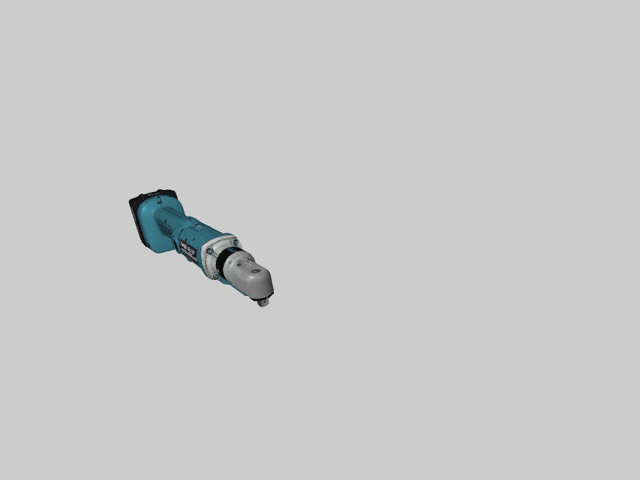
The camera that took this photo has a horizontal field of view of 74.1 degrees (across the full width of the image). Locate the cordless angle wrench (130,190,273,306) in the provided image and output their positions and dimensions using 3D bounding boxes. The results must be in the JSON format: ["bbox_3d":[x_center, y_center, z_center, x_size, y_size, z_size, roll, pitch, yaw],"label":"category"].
[{"bbox_3d":[-0.178,0.001,0.596,0.074,0.098,0.423,-21,24,-30],"label":"cordless angle wrench"}]
